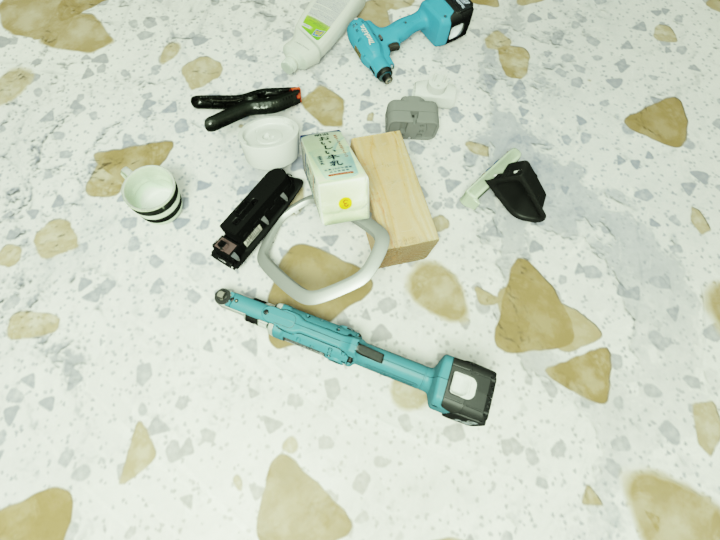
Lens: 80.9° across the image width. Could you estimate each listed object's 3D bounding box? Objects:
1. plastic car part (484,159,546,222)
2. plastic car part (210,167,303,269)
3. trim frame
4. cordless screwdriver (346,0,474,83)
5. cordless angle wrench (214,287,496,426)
[{"bbox_3d":[0.280,-0.143,0.726,0.111,0.069,0.071,40,67,-30],"label":"plastic car part"},{"bbox_3d":[-0.179,-0.102,0.719,0.070,0.064,0.202,23,64,33],"label":"plastic car part"},{"bbox_3d":[-0.065,-0.042,0.661,0.183,0.026,0.263,-47,45,-10],"label":"trim frame"},{"bbox_3d":[0.112,-0.483,0.872,0.247,0.072,0.164,-23,71,-6],"label":"cordless screwdriver"},{"bbox_3d":[-0.027,0.111,0.630,0.432,0.095,0.075,19,70,11],"label":"cordless angle wrench"}]
